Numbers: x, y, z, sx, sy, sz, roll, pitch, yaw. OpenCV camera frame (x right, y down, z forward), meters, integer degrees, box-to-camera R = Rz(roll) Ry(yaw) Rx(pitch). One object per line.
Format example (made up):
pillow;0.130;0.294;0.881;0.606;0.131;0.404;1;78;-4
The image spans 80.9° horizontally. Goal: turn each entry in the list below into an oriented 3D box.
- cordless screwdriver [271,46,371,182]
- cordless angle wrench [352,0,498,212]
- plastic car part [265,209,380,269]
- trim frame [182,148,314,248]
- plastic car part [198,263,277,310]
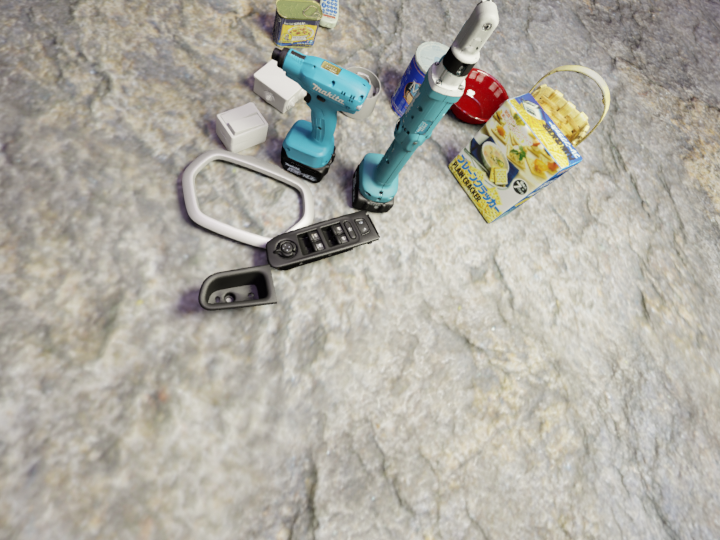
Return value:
cordless screwdriver;-0.094;-0.266;0.738;0.158;0.249;0.075;27;64;-6
cordless angle wrench;0.083;-0.225;0.668;0.072;0.424;0.100;9;67;-16
plastic car part;-0.073;-0.048;0.749;0.198;0.067;0.068;-17;74;-21
trim frame;-0.204;-0.135;0.777;0.246;0.027;0.187;18;64;-6
plastic car part;-0.200;0.037;0.677;0.113;0.071;0.068;-8;71;-19
